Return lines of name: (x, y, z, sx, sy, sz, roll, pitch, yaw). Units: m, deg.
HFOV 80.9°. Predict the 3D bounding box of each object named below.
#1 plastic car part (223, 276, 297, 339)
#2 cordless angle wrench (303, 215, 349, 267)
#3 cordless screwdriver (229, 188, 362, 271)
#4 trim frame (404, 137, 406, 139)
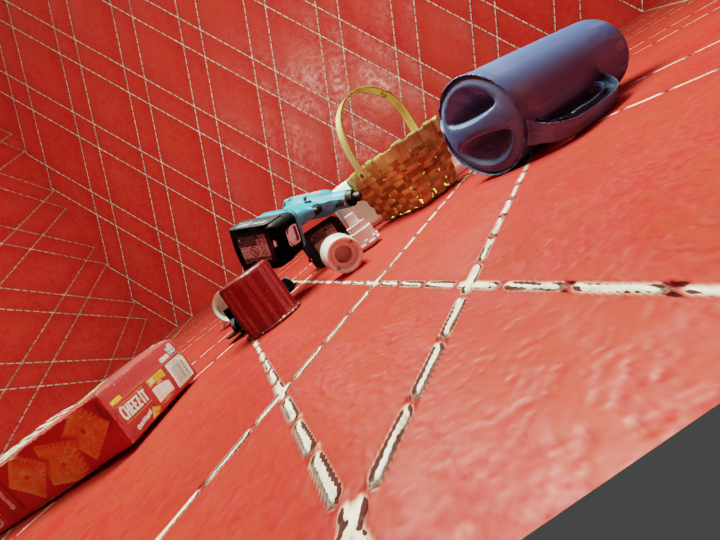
plastic car part: (-0.178, 0.051, 0.741, 0.068, 0.066, 0.203, -25, 14, 19)
cordless angle wrench: (-0.100, -0.066, 1.024, 0.097, 0.074, 0.427, -34, 7, -6)
cordless screwdriver: (-0.101, -0.086, 0.729, 0.165, 0.072, 0.247, -8, 22, 23)
trim frame: (0.142, -0.258, 0.995, 0.240, 0.028, 0.183, -16, -23, -31)
